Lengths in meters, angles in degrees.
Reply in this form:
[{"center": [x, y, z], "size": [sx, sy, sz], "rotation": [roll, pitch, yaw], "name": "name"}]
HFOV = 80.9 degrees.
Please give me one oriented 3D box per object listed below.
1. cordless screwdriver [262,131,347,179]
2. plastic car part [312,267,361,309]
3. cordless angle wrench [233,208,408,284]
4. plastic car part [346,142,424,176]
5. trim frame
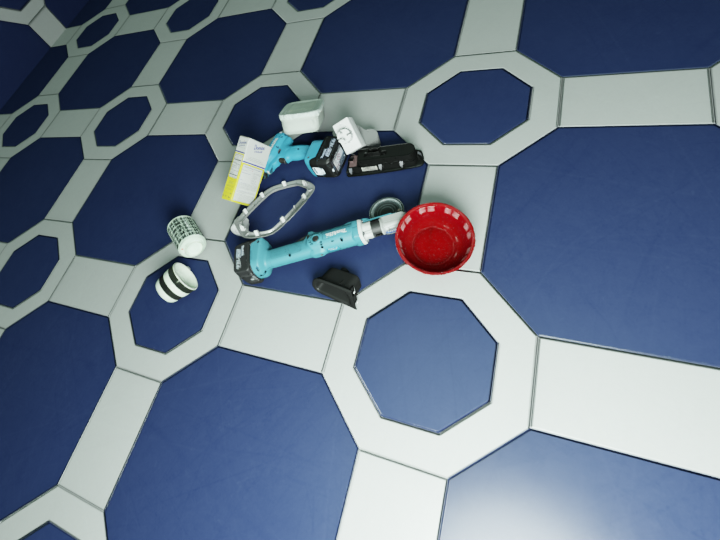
[{"center": [-0.171, -0.303, 1.170], "size": [0.262, 0.070, 0.160], "rotation": [15, 69, 32], "name": "cordless screwdriver"}, {"center": [-0.046, 0.026, 0.946], "size": [0.123, 0.063, 0.070], "rotation": [23, 57, 33], "name": "plastic car part"}, {"center": [-0.097, -0.063, 0.990], "size": [0.432, 0.070, 0.101], "rotation": [-14, 58, 17], "name": "cordless angle wrench"}, {"center": [0.059, -0.289, 1.079], "size": [0.209, 0.064, 0.067], "rotation": [1, 56, 19], "name": "plastic car part"}, {"center": [-0.223, -0.167, 1.102], "size": [0.194, 0.026, 0.247], "rotation": [12, 49, 33], "name": "trim frame"}]
